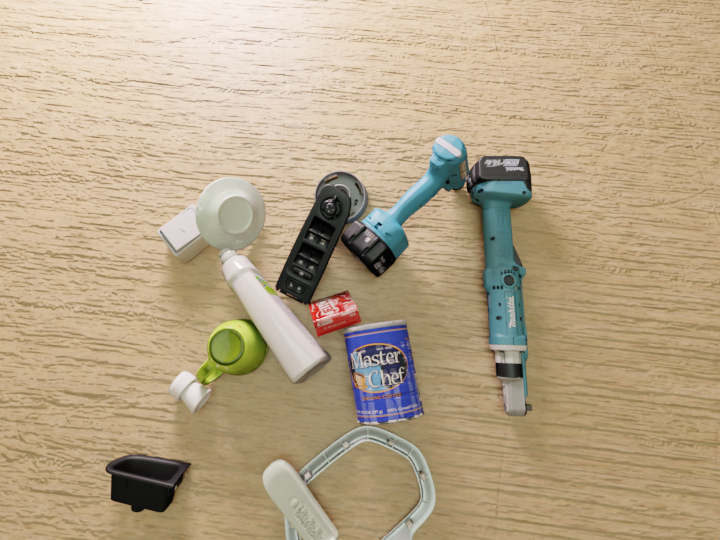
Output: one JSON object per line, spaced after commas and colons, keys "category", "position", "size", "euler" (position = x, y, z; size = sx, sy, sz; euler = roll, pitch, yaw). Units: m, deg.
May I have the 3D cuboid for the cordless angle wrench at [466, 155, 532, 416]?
{"category": "cordless angle wrench", "position": [0.240, 0.019, 0.706], "size": [0.098, 0.073, 0.428], "euler": [0, 78, 0]}

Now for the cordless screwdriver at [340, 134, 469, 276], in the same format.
{"category": "cordless screwdriver", "position": [0.088, -0.101, 0.720], "size": [0.249, 0.152, 0.077], "euler": [-47, 68, 4]}

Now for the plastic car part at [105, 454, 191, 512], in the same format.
{"category": "plastic car part", "position": [-0.331, 0.333, 0.650], "size": [0.118, 0.065, 0.071], "euler": [4, 91, 5]}

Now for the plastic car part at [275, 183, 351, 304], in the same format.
{"category": "plastic car part", "position": [-0.070, -0.046, 0.719], "size": [0.068, 0.065, 0.202], "euler": [28, 104, 13]}

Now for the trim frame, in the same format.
{"category": "trim frame", "position": [-0.003, 0.358, 0.645], "size": [0.247, 0.027, 0.188], "euler": [-36, 78, -9]}
